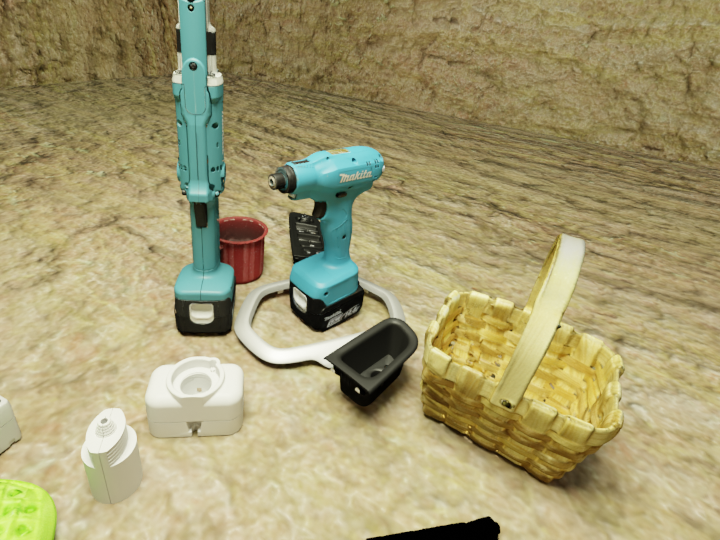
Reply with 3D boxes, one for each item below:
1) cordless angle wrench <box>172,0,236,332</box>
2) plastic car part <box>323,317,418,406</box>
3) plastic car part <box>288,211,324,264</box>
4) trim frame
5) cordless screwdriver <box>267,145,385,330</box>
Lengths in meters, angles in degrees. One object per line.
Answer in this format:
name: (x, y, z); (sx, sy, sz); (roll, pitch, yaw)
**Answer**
cordless angle wrench: (-0.187, -0.114, 0.498); (0.073, 0.414, 0.102); (3, 30, -12)
plastic car part: (0.018, 0.113, 0.493); (0.070, 0.069, 0.113); (30, 37, 33)
plastic car part: (-0.093, -0.046, 0.740); (0.065, 0.065, 0.211); (0, 31, -13)
trim frame: (-0.056, 0.063, 0.604); (0.241, 0.027, 0.194); (-10, 34, -24)
cordless screwdriver: (-0.055, -0.036, 0.558); (0.154, 0.243, 0.079); (-19, 40, -39)
